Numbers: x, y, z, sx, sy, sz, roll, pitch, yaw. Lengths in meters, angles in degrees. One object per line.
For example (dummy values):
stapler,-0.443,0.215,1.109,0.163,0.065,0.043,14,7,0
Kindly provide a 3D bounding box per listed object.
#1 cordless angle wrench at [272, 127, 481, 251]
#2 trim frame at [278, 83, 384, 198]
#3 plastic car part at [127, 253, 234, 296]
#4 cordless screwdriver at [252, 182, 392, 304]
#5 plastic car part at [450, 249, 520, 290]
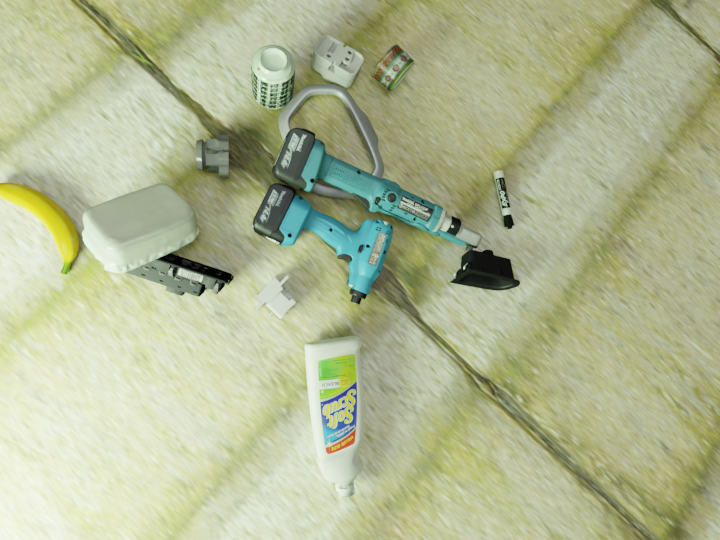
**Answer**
cordless angle wrench,0.047,-0.134,0.783,0.413,0.076,0.098,22,92,-13
trim frame,-0.054,-0.254,0.829,0.182,0.027,0.252,-24,82,-11
plastic car part,-0.326,0.001,0.727,0.201,0.067,0.067,23,103,-5
cordless screwdriver,-0.075,-0.049,0.764,0.245,0.075,0.160,21,83,-8
plastic car part,0.239,-0.006,0.810,0.114,0.066,0.072,8,65,-11
